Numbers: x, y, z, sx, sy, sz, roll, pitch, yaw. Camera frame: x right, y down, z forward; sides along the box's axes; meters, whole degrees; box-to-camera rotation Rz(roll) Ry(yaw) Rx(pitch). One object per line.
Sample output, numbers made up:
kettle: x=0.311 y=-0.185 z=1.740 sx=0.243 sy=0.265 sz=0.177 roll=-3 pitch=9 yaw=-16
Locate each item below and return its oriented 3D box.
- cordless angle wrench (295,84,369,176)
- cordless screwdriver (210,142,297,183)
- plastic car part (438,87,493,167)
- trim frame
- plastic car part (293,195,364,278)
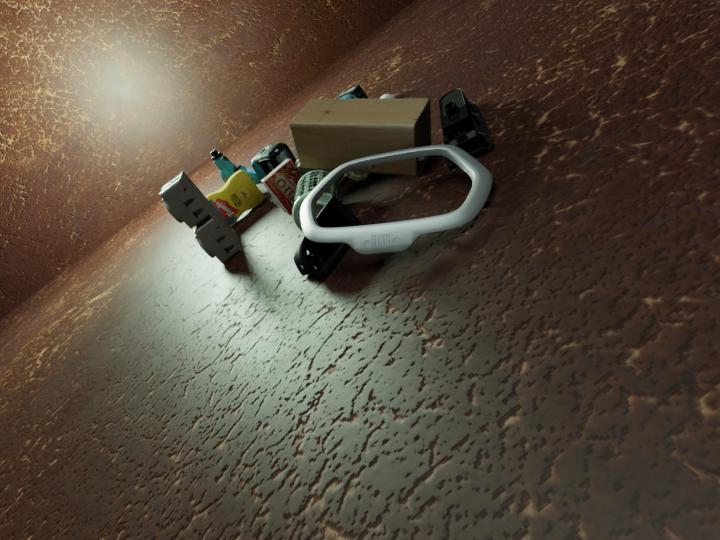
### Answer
cordless angle wrench: x=-0.088 y=-0.315 z=1.038 sx=0.102 sy=0.071 sz=0.425 roll=-12 pitch=39 yaw=40
cordless screwdriver: x=-0.286 y=-0.273 z=1.107 sx=0.260 sy=0.152 sz=0.074 roll=-5 pitch=39 yaw=43
plastic car part: x=0.150 y=-0.233 z=0.657 sx=0.068 sy=0.065 sz=0.206 roll=-31 pitch=25 yaw=28
trim frame: x=0.036 y=-0.096 z=0.544 sx=0.256 sy=0.026 sz=0.188 roll=-4 pitch=48 yaw=20
plastic car part: x=-0.060 y=-0.039 z=0.612 sx=0.116 sy=0.064 sz=0.073 roll=-55 pitch=17 yaw=-25
